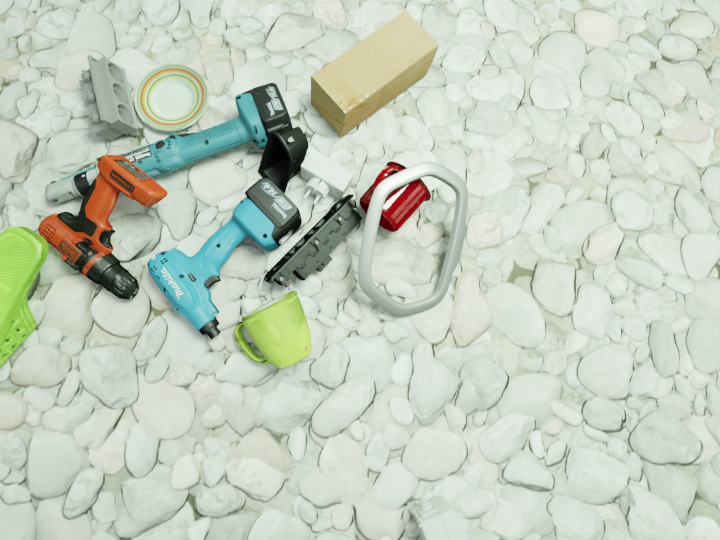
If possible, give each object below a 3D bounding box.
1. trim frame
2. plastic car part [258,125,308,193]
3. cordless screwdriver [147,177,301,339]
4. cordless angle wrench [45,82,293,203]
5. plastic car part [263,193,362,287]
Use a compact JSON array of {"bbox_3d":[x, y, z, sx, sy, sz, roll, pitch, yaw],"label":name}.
[{"bbox_3d":[0.087,-0.045,0.661,0.179,0.028,0.246,5,101,-17],"label":"trim frame"},{"bbox_3d":[-0.118,-0.191,0.700,0.067,0.117,0.070,46,56,4],"label":"plastic car part"},{"bbox_3d":[-0.198,-0.021,0.676,0.248,0.073,0.161,-39,83,-5],"label":"cordless screwdriver"},{"bbox_3d":[-0.322,-0.195,0.708,0.422,0.072,0.102,-21,64,-2],"label":"cordless angle wrench"},{"bbox_3d":[-0.067,-0.044,0.689,0.066,0.067,0.202,40,79,-7],"label":"plastic car part"}]
